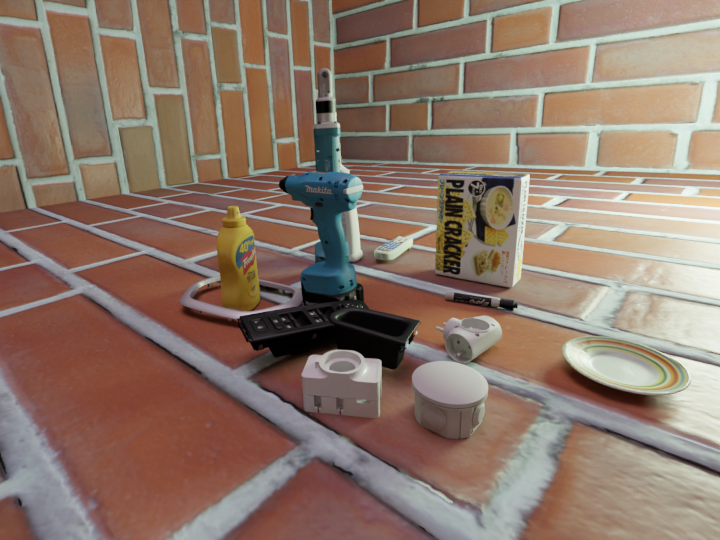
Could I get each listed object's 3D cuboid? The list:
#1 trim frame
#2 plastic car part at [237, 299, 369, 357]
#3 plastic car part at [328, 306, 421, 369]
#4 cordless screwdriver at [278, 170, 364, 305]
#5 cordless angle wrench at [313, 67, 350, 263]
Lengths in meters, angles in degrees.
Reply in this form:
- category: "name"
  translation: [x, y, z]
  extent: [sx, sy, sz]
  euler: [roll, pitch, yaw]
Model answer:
- category: "trim frame"
  translation: [-0.226, 0.049, 0.810]
  extent: [0.259, 0.027, 0.180]
  euler: [7, 22, 25]
- category: "plastic car part"
  translation: [-0.073, 0.087, 0.623]
  extent: [0.197, 0.066, 0.070]
  euler: [-12, 20, -25]
- category: "plastic car part"
  translation: [0.016, 0.097, 0.577]
  extent: [0.122, 0.069, 0.064]
  euler: [8, 20, 28]
- category: "cordless screwdriver"
  translation: [-0.072, -0.047, 0.733]
  extent: [0.167, 0.244, 0.072]
  euler: [11, 21, 36]
- category: "cordless angle wrench"
  translation: [-0.063, -0.180, 0.851]
  extent: [0.074, 0.415, 0.100]
  euler: [-2, 17, -3]
